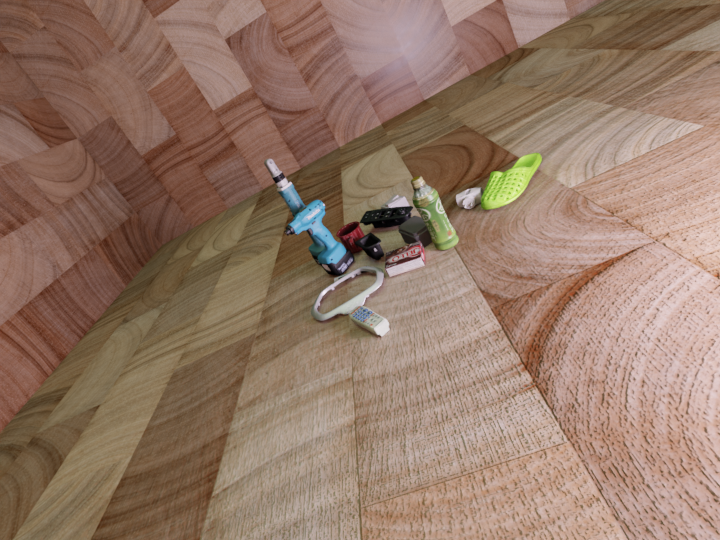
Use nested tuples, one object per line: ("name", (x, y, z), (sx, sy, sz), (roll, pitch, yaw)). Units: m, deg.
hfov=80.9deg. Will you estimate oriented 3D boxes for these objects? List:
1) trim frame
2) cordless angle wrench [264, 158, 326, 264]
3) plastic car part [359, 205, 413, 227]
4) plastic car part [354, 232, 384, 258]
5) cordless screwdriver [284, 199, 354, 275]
("trim frame", (-0.040, 0.065, 1.246), (0.249, 0.026, 0.191), (-31, 26, 2))
("cordless angle wrench", (-0.208, -0.200, 1.458), (0.073, 0.408, 0.103), (-39, 23, -21))
("plastic car part", (0.097, -0.182, 1.486), (0.212, 0.064, 0.066), (-6, 34, 42))
("plastic car part", (0.039, -0.068, 1.346), (0.066, 0.068, 0.121), (-34, 25, -5))
("cordless screwdriver", (-0.134, -0.088, 1.372), (0.157, 0.240, 0.078), (-43, 25, -26))
